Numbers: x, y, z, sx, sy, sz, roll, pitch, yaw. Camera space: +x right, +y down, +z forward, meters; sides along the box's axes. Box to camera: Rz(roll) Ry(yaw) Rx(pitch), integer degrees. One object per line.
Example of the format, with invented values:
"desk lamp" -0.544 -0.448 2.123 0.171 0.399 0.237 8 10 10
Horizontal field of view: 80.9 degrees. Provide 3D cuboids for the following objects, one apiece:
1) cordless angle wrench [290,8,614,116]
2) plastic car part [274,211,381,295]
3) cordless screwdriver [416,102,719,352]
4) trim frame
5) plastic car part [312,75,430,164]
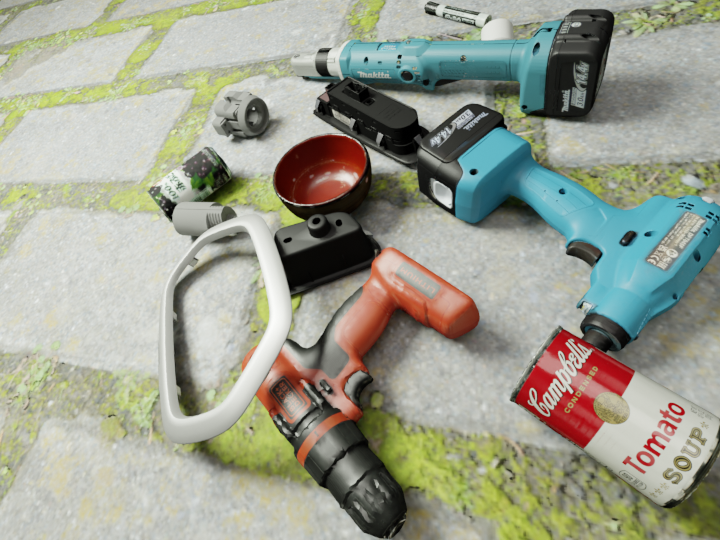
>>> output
"cordless angle wrench" 0.074 -0.273 0.560 0.445 0.093 0.074 18 67 31
"plastic car part" -0.043 -0.028 0.442 0.118 0.067 0.069 -20 55 8
"cordless screwdriver" 0.157 -0.049 0.390 0.158 0.071 0.262 -44 59 -13
"trim frame" -0.146 0.042 0.420 0.185 0.026 0.261 -39 46 11
"plastic car part" 0.013 -0.207 0.553 0.065 0.064 0.214 -35 56 -17
